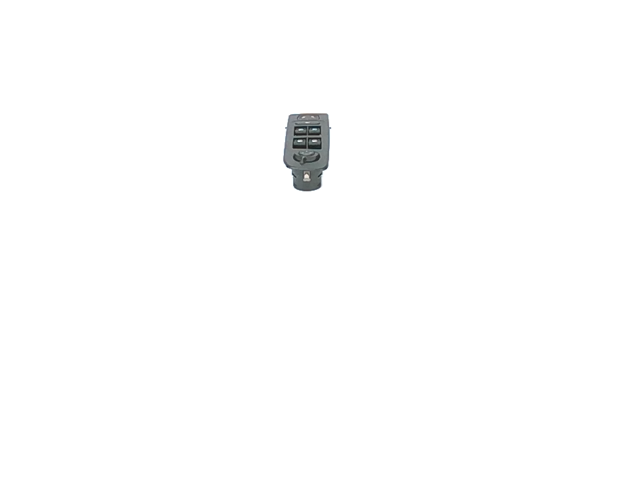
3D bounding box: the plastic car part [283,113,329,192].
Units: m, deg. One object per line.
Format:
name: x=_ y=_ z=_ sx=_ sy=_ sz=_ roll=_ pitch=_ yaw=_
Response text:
plastic car part: x=-0.022 y=-0.133 z=0.637 sx=0.066 sy=0.067 sz=0.202 roll=5 pitch=33 yaw=-5
